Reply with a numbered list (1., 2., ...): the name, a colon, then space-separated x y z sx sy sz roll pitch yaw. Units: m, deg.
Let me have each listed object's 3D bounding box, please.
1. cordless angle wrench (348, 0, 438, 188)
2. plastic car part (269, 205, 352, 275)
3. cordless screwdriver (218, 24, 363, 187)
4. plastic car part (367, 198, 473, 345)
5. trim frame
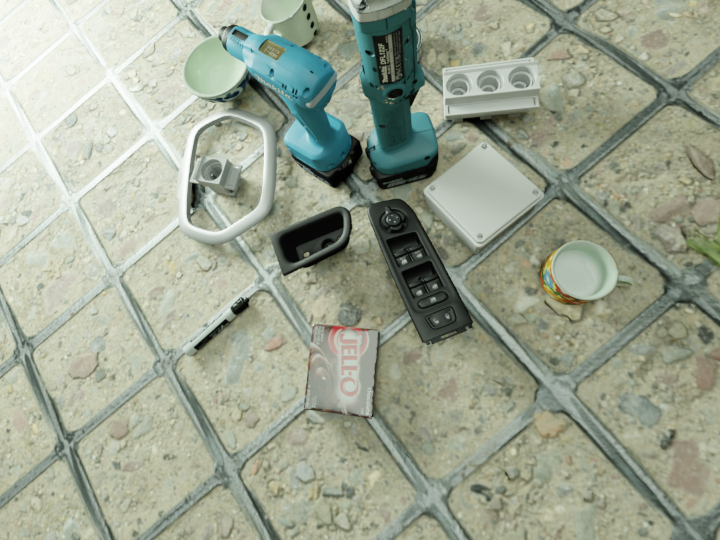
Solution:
1. cordless angle wrench: 0.032 -0.207 0.445 0.099 0.409 0.076 -13 76 6
2. plastic car part: -0.059 -0.038 0.601 0.117 0.068 0.068 -23 73 6
3. cordless screwdriver: -0.086 -0.215 0.565 0.165 0.240 0.074 36 85 16
4. plastic car part: 0.072 -0.005 0.563 0.067 0.065 0.209 -25 71 4
5. trim frame: -0.224 -0.160 0.698 0.188 0.026 0.253 -5 74 12
